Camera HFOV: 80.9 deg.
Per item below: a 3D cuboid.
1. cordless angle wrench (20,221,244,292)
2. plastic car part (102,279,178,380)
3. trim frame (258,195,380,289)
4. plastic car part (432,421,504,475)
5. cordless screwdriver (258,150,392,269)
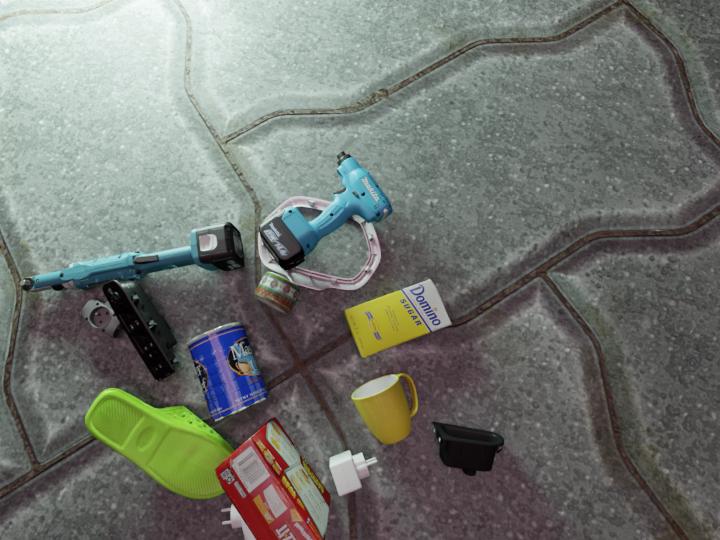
[{"bbox_3d":[-0.439,-0.009,0.810,0.425,0.096,0.076,-11,77,3],"label":"cordless angle wrench"},{"bbox_3d":[-0.392,0.096,0.771,0.202,0.068,0.066,55,40,-3],"label":"plastic car part"},{"bbox_3d":[-0.082,-0.054,0.839,0.250,0.027,0.185,15,76,4],"label":"trim frame"},{"bbox_3d":[0.183,0.309,0.719,0.117,0.066,0.071,12,91,0],"label":"plastic car part"},{"bbox_3d":[-0.080,-0.119,0.812,0.246,0.073,0.163,-31,77,-11],"label":"cordless screwdriver"}]
